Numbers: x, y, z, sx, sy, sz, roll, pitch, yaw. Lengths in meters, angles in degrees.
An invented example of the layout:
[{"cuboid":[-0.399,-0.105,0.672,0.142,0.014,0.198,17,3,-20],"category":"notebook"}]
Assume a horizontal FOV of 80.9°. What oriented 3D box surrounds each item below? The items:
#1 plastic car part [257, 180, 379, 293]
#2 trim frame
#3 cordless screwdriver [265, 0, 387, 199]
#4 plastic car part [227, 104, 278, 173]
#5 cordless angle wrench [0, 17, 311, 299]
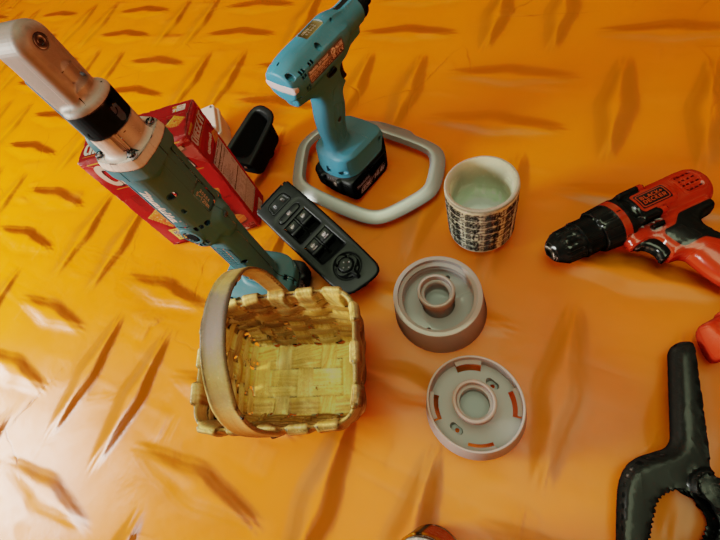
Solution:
[{"cuboid":[-0.057,-0.037,0.579,0.066,0.064,0.214,-44,58,-8],"category":"plastic car part"},{"cuboid":[0.005,-0.161,0.647,0.261,0.026,0.184,26,73,29],"category":"trim frame"},{"cuboid":[-0.019,-0.219,0.562,0.078,0.237,0.159,32,75,27],"category":"cordless screwdriver"},{"cuboid":[-0.171,-0.209,0.710,0.069,0.067,0.117,16,69,24],"category":"plastic car part"},{"cuboid":[-0.160,-0.055,0.423,0.101,0.403,0.075,6,65,18],"category":"cordless angle wrench"}]
